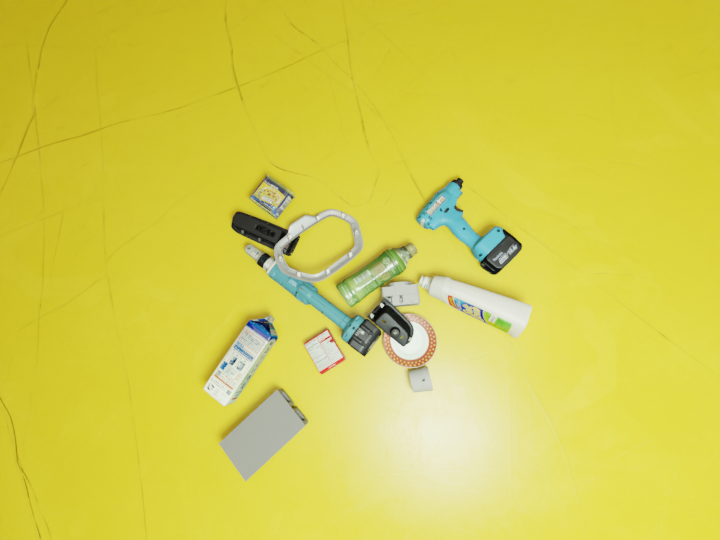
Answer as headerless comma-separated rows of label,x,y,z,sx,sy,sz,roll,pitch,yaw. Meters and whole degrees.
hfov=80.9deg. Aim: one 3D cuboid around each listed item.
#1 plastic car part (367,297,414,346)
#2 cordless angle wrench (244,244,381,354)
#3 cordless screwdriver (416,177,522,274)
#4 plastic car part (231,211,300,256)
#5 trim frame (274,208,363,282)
plastic car part,0.077,0.132,0.998,0.118,0.070,0.066,42,102,6
cordless angle wrench,-0.140,0.056,1.079,0.438,0.095,0.074,35,80,18
cordless screwdriver,0.285,-0.116,1.063,0.258,0.072,0.159,40,85,19
plastic car part,-0.272,-0.107,1.155,0.209,0.065,0.066,23,88,16
trim frame,-0.108,-0.070,1.100,0.246,0.026,0.193,-37,63,-17
